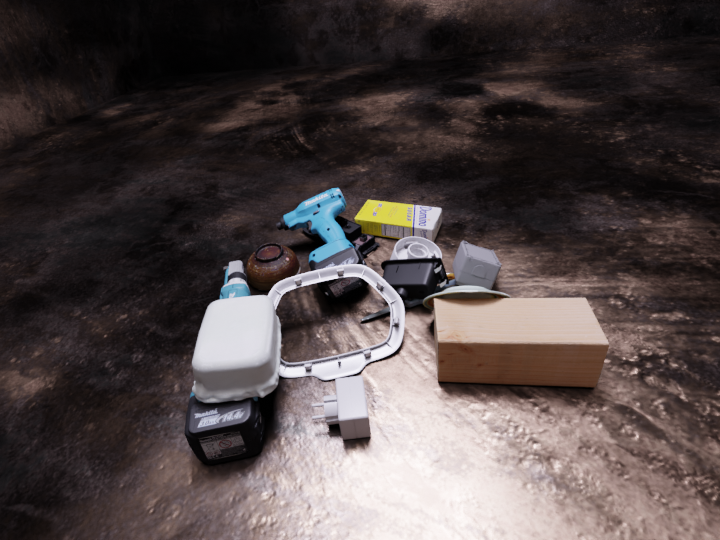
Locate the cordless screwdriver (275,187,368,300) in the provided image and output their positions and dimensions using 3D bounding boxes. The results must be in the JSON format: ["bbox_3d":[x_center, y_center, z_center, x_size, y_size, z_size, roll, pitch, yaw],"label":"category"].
[{"bbox_3d":[-0.083,-0.054,0.849,0.160,0.070,0.260,-24,48,6],"label":"cordless screwdriver"}]

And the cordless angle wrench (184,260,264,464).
[{"bbox_3d":[-0.218,0.105,0.721,0.097,0.072,0.441,-12,35,-5],"label":"cordless angle wrench"}]

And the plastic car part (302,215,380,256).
[{"bbox_3d":[-0.058,-0.092,0.947,0.215,0.064,0.065,23,51,39],"label":"plastic car part"}]

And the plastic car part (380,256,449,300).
[{"bbox_3d":[0.086,0.022,0.744,0.121,0.063,0.071,-3,42,29],"label":"plastic car part"}]

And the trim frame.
[{"bbox_3d":[-0.051,0.082,0.691,0.248,0.027,0.190,-12,66,-2],"label":"trim frame"}]
